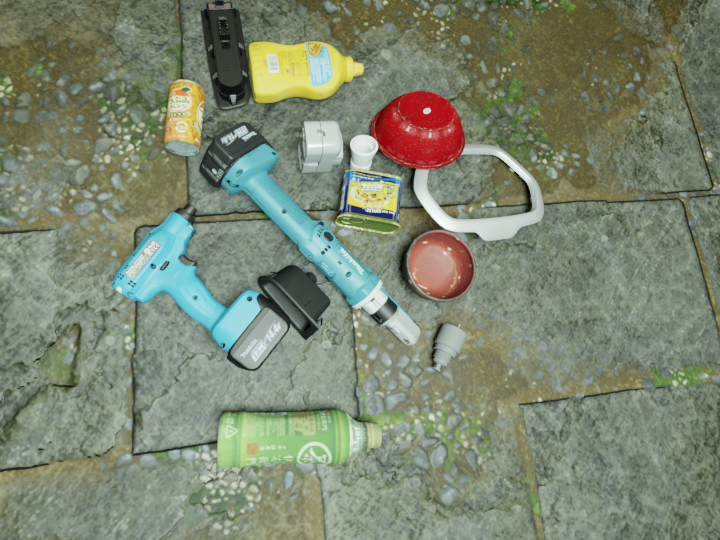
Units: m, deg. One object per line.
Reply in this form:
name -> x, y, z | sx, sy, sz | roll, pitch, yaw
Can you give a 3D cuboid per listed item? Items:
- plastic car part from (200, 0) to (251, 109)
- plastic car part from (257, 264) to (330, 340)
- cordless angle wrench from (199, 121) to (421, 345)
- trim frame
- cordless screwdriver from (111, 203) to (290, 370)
plastic car part -> -0.221, -0.368, 0.704 | 0.064, 0.068, 0.205 | -7, 81, -20
plastic car part -> -0.090, 0.035, 0.635 | 0.069, 0.066, 0.118 | -36, 82, -33
cordless angle wrench -> -0.063, -0.041, 0.643 | 0.421, 0.075, 0.097 | 46, 45, -2
trim frame -> 0.199, -0.136, 0.708 | 0.241, 0.027, 0.190 | -8, 65, -21
cordless screwdriver -> -0.210, 0.022, 0.610 | 0.250, 0.074, 0.159 | 32, 75, 3
